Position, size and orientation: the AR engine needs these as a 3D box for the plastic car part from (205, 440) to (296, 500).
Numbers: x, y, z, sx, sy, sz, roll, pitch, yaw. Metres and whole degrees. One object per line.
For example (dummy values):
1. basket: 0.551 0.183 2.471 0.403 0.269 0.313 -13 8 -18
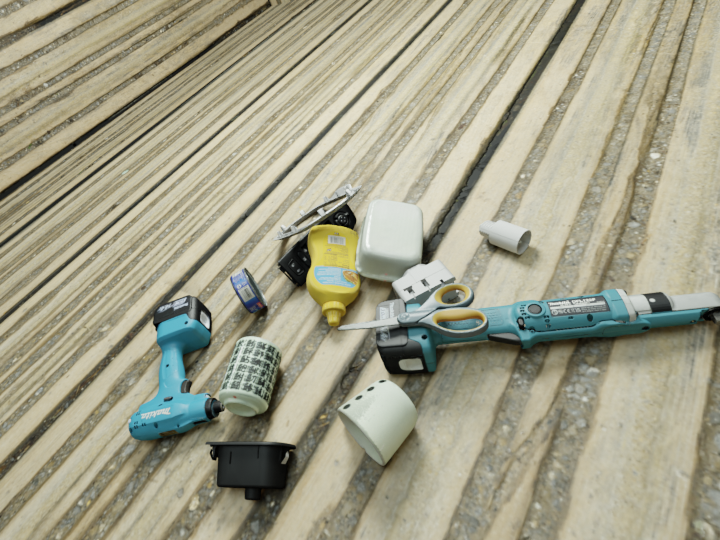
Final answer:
1. plastic car part: -0.150 0.272 0.578 0.120 0.063 0.072 -5 61 17

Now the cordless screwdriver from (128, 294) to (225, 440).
1. cordless screwdriver: -0.307 0.161 0.750 0.161 0.071 0.258 -18 47 9

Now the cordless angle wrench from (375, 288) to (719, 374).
1. cordless angle wrench: 0.236 0.071 0.576 0.432 0.071 0.100 -9 45 15

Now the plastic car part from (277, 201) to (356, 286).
1. plastic car part: -0.084 -0.055 0.861 0.202 0.066 0.068 -48 4 -19

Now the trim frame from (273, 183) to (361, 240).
1. trim frame: -0.094 -0.121 0.879 0.181 0.027 0.257 -41 15 -26
